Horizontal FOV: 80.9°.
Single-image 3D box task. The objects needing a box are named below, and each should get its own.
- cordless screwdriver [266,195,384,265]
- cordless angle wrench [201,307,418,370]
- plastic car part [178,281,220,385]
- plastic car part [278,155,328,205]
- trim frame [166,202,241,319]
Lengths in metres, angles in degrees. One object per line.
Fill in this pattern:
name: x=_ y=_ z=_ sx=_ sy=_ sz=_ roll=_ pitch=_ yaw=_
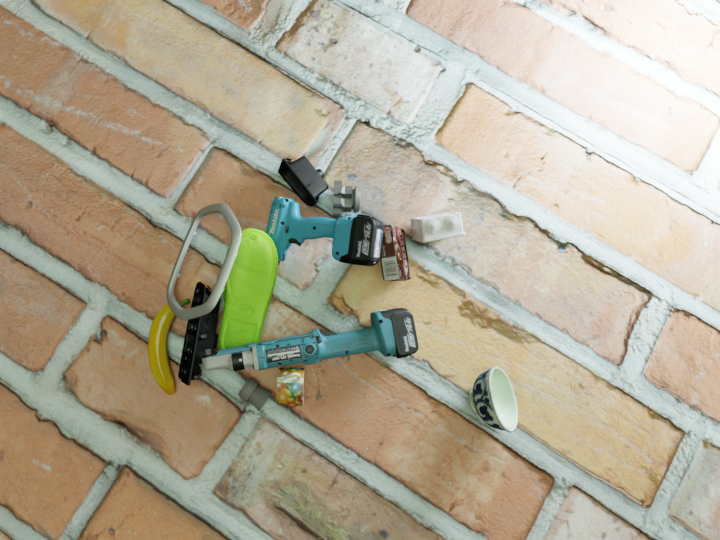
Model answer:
cordless screwdriver: x=-0.084 y=-0.055 z=0.861 sx=0.259 sy=0.071 sz=0.159 roll=13 pitch=93 yaw=23
cordless angle wrench: x=-0.102 y=0.154 z=0.846 sx=0.419 sy=0.074 sz=0.099 roll=-9 pitch=83 yaw=-6
plastic car part: x=-0.324 y=0.125 z=0.866 sx=0.064 sy=0.069 sz=0.204 roll=7 pitch=83 yaw=-31
plastic car part: x=-0.117 y=-0.202 z=0.924 sx=0.070 sy=0.066 sz=0.117 roll=-42 pitch=89 yaw=-21
trim frame: x=-0.320 y=-0.020 z=0.856 sx=0.194 sy=0.026 sz=0.249 roll=16 pitch=86 yaw=35
